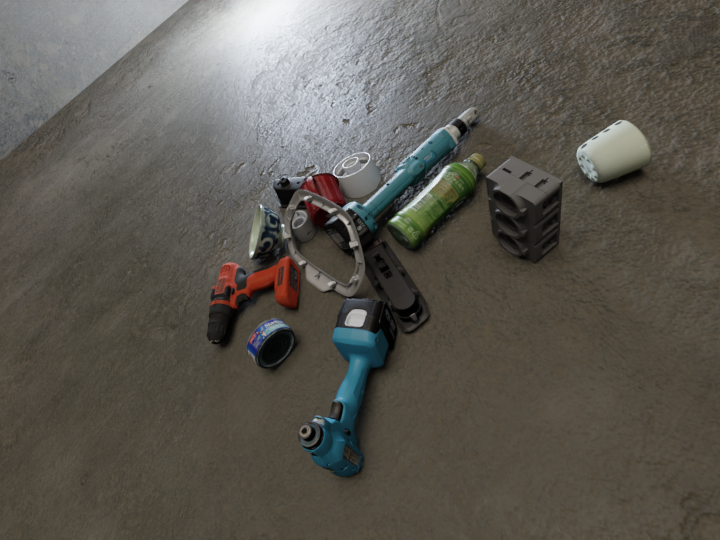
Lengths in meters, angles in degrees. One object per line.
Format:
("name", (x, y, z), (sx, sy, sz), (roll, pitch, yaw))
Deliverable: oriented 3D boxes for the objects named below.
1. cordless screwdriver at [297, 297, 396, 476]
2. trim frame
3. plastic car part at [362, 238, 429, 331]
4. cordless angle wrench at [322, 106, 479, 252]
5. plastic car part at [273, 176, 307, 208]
("cordless screwdriver", (-0.019, 0.154, 0.618), (0.077, 0.151, 0.252), (1, 56, 25))
("trim frame", (-0.078, -0.051, 0.798), (0.026, 0.180, 0.263), (-19, 36, -38))
("plastic car part", (0.053, 0.012, 0.746), (0.066, 0.064, 0.213), (-27, 52, -3))
("cordless angle wrench", (0.103, -0.202, 0.857), (0.420, 0.073, 0.100), (-44, 13, -14))
("plastic car part", (-0.159, -0.188, 0.983), (0.121, 0.067, 0.067), (5, 58, 25))
